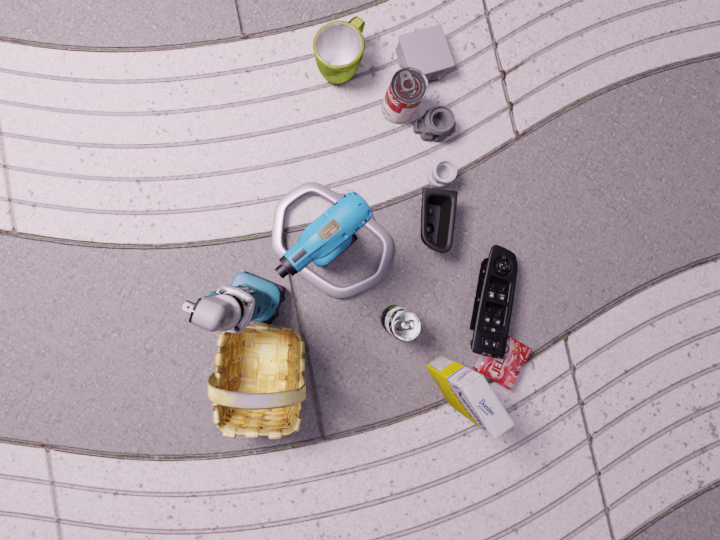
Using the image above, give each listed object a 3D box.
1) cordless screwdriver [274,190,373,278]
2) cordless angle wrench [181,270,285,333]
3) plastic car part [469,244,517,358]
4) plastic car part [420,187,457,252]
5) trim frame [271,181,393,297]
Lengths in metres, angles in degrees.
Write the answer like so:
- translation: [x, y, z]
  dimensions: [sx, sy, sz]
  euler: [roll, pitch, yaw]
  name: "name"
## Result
- translation: [-0.068, -0.045, 0.697]
  dimensions: [0.159, 0.250, 0.074]
  euler: [-41, 94, -6]
  name: "cordless screwdriver"
- translation: [-0.168, 0.047, 0.600]
  dimensions: [0.097, 0.425, 0.074]
  euler: [23, 86, -6]
  name: "cordless angle wrench"
- translation: [0.246, 0.055, 0.790]
  dimensions: [0.066, 0.067, 0.203]
  euler: [13, 85, -4]
  name: "plastic car part"
- translation: [0.138, -0.090, 0.796]
  dimensions: [0.066, 0.071, 0.117]
  euler: [6, 86, -4]
  name: "plastic car part"
- translation: [-0.055, -0.060, 0.810]
  dimensions: [0.249, 0.027, 0.184]
  euler: [35, 85, 1]
  name: "trim frame"
